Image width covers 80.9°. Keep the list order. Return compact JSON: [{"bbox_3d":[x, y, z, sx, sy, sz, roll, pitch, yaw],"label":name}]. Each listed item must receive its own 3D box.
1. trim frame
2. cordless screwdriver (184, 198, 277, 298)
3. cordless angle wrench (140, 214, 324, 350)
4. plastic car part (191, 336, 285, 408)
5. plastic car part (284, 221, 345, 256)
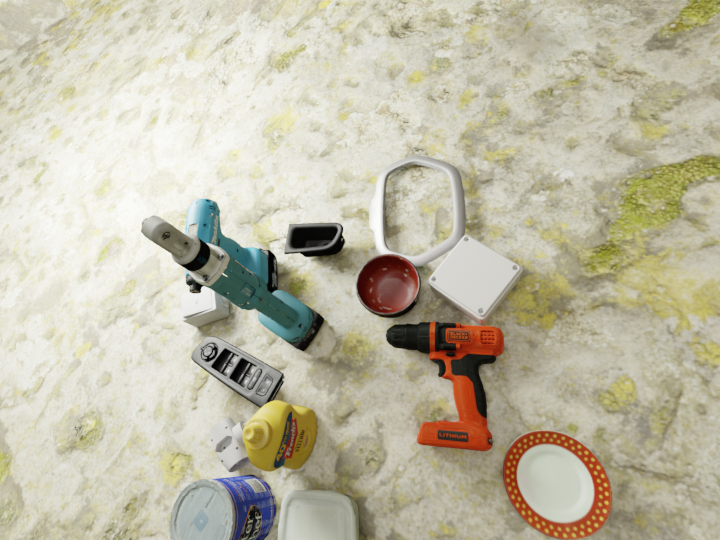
[{"bbox_3d":[0.105,-0.120,0.815,0.189,0.026,0.254,-6,65,18],"label":"trim frame"},{"bbox_3d":[-0.233,-0.004,0.764,0.076,0.237,0.163,-10,65,13],"label":"cordless screwdriver"},{"bbox_3d":[-0.169,0.029,0.629,0.103,0.403,0.074,28,78,25],"label":"cordless angle wrench"},{"bbox_3d":[-0.223,0.181,0.776,0.212,0.064,0.066,20,75,26],"label":"plastic car part"},{"bbox_3d":[-0.081,-0.053,0.828,0.120,0.067,0.067,-1,67,19],"label":"plastic car part"}]
